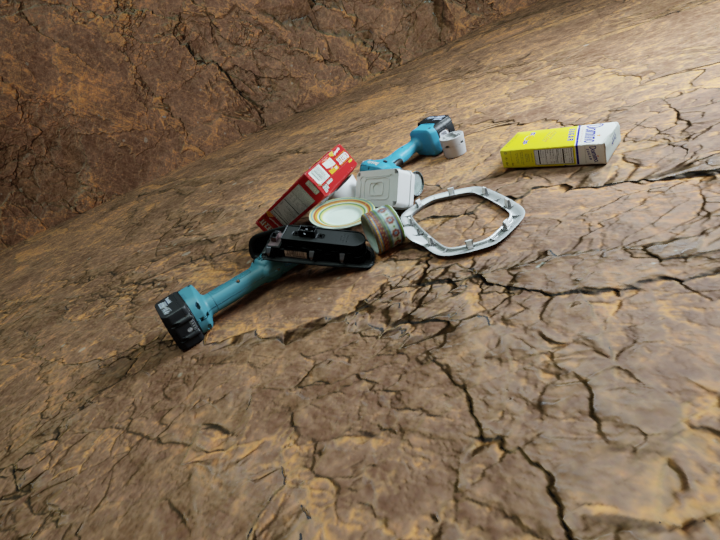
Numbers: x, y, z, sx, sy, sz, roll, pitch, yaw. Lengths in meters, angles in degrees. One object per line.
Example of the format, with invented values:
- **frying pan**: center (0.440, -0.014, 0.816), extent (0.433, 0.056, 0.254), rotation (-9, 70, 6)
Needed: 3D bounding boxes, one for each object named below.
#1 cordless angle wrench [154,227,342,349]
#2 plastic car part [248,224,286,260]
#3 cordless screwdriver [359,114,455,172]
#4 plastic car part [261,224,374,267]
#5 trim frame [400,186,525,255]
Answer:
- **cordless angle wrench**: center (-0.173, -0.009, 0.805), extent (0.416, 0.071, 0.103), rotation (-34, 29, -21)
- **plastic car part**: center (-0.182, -0.064, 0.919), extent (0.121, 0.065, 0.069), rotation (-9, 15, 32)
- **cordless screwdriver**: center (0.131, -0.291, 1.042), extent (0.247, 0.071, 0.167), rotation (-35, 30, -11)
- **plastic car part**: center (-0.073, -0.048, 0.745), extent (0.207, 0.065, 0.067), rotation (9, 36, 12)
- **trim frame**: center (0.163, -0.094, 0.732), extent (0.184, 0.026, 0.259), rotation (-25, 30, 0)
